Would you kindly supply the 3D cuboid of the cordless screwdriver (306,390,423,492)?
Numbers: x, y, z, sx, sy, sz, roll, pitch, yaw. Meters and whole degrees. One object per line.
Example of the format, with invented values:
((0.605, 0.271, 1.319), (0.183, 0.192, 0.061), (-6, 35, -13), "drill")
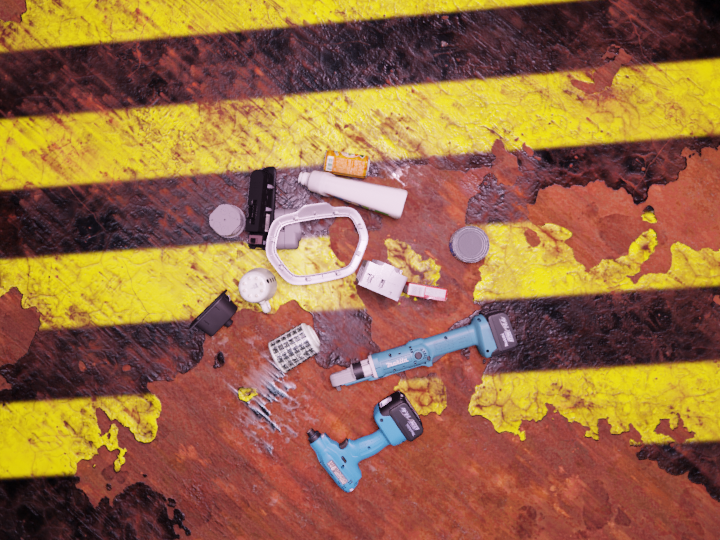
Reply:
((0.008, 0.371, 0.969), (0.249, 0.074, 0.160), (-39, 88, 4), "cordless screwdriver")

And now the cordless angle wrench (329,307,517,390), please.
((0.132, 0.192, 0.974), (0.425, 0.074, 0.098), (-18, 89, 4), "cordless angle wrench")

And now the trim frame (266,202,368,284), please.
((-0.095, -0.062, 0.977), (0.243, 0.028, 0.182), (-9, 98, -15), "trim frame")

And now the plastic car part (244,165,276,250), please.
((-0.242, -0.152, 1.001), (0.069, 0.064, 0.204), (3, 83, 30), "plastic car part")

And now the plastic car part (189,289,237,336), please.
((-0.339, 0.111, 1.003), (0.116, 0.068, 0.069), (-42, 105, -3), "plastic car part")
